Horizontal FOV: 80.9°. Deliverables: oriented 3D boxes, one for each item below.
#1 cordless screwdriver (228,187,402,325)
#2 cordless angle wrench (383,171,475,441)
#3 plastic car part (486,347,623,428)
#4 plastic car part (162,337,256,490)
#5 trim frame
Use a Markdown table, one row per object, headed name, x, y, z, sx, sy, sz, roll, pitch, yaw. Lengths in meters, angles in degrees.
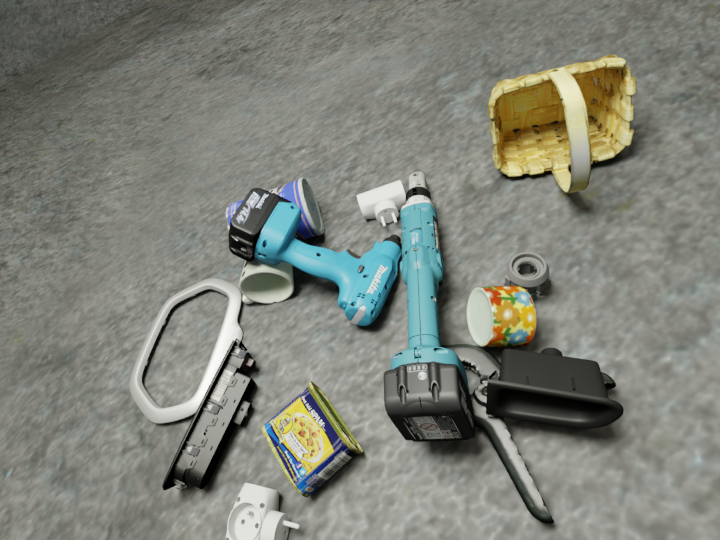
| name | x | y | z | sx | sy | sz | roll | pitch | yaw |
| --- | --- | --- | --- | --- | --- | --- | --- | --- | --- |
| cordless screwdriver | -0.062 | -0.040 | 0.632 | 0.251 | 0.073 | 0.159 | 28 | 55 | 4 |
| cordless angle wrench | 0.083 | -0.003 | 0.564 | 0.076 | 0.093 | 0.433 | -13 | 44 | 18 |
| plastic car part | 0.191 | 0.113 | 0.435 | 0.120 | 0.063 | 0.072 | 0 | 45 | 18 |
| plastic car part | -0.194 | 0.202 | 0.581 | 0.068 | 0.065 | 0.204 | 24 | 64 | 5 |
| trim frame | -0.281 | 0.121 | 0.692 | 0.190 | 0.026 | 0.253 | -3 | 54 | 22 |
